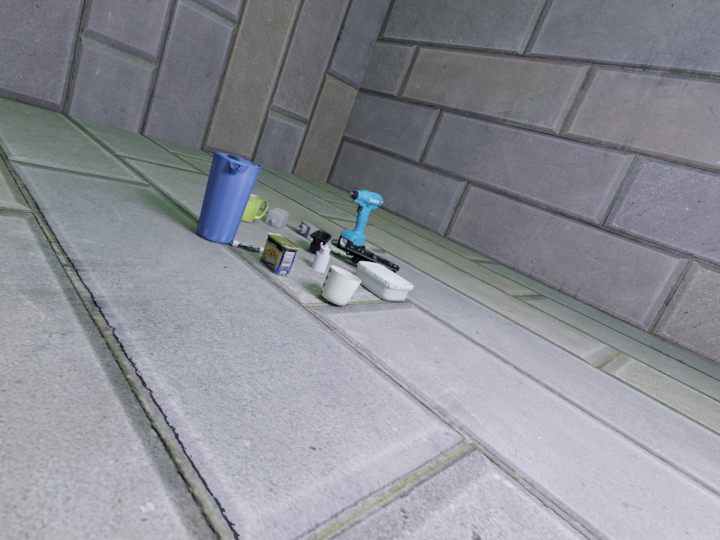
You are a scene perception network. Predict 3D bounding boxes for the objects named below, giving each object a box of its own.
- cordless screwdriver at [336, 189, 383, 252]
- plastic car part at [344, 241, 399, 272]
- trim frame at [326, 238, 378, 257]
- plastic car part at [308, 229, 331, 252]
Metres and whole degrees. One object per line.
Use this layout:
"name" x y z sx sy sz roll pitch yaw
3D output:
"cordless screwdriver" -0.018 -0.176 1.554 0.151 0.247 0.079 6 21 -48
"plastic car part" 0.035 -0.028 1.450 0.203 0.066 0.066 21 14 1
"trim frame" -0.036 -0.081 1.623 0.194 0.027 0.237 30 17 33
"plastic car part" -0.141 -0.092 1.438 0.067 0.070 0.116 22 14 4
